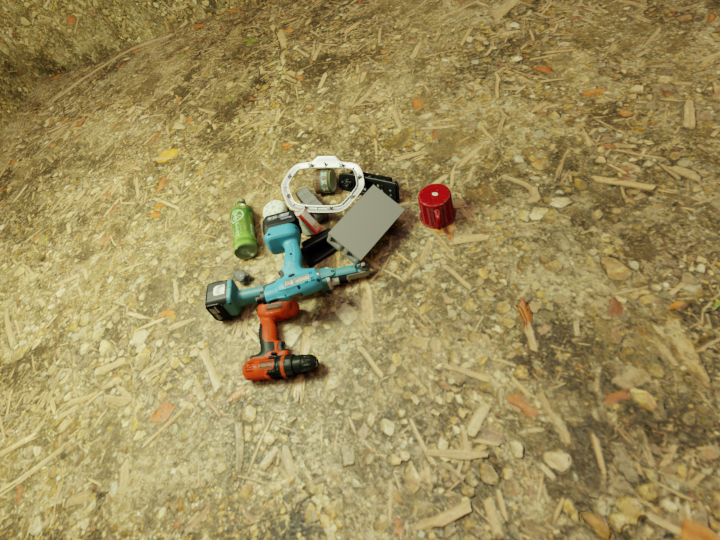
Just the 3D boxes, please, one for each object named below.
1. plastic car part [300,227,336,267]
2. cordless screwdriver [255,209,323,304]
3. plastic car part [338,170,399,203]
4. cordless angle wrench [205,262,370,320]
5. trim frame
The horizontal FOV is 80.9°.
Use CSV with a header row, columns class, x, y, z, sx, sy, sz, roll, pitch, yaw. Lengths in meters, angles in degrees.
class,x,y,z,sx,sy,sz,roll,pitch,yaw
plastic car part,-0.113,-0.074,1.152,0.116,0.063,0.075,-33,37,-9
cordless screwdriver,-0.198,-0.030,1.049,0.159,0.071,0.260,-19,52,-4
plastic car part,0.027,-0.254,1.222,0.213,0.063,0.067,16,52,29
cordless angle wrench,-0.183,0.041,1.080,0.427,0.093,0.077,-12,52,8
trim frame,-0.112,-0.249,1.213,0.257,0.026,0.187,3,66,19
